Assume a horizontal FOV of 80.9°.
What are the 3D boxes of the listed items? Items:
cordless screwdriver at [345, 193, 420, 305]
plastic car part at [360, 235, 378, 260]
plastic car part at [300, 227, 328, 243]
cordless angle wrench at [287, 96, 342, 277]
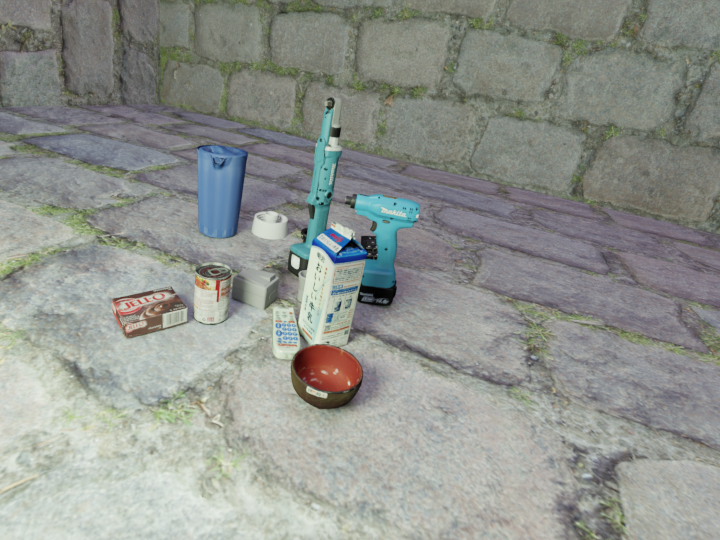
[{"bbox_3d":[0.027,-0.050,0.948,0.160,0.245,0.075,12,23,2],"label":"cordless screwdriver"},{"bbox_3d":[0.031,-0.029,1.117,0.066,0.066,0.207,9,25,-5],"label":"plastic car part"},{"bbox_3d":[-0.113,-0.074,1.156,0.113,0.070,0.069,2,26,-18],"label":"plastic car part"},{"bbox_3d":[-0.091,-0.180,0.977,0.094,0.416,0.079,-13,33,-44],"label":"cordless angle wrench"}]
